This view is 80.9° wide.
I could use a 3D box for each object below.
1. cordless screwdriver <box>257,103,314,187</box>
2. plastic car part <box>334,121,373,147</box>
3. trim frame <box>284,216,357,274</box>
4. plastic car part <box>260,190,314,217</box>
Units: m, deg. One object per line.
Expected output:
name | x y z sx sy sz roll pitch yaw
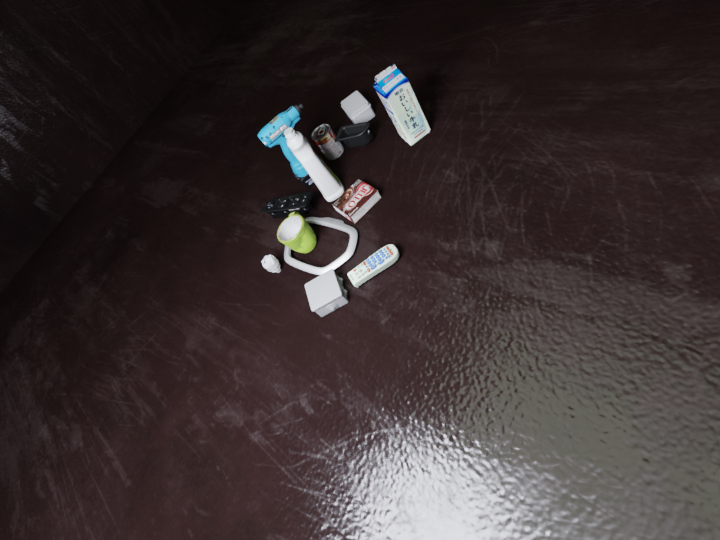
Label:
cordless screwdriver | -0.188 -0.385 1.308 0.159 0.235 0.078 -39 47 3
plastic car part | -0.011 -0.420 1.333 0.122 0.067 0.066 4 62 34
trim frame | -0.117 -0.077 1.196 0.262 0.026 0.184 16 70 39
plastic car part | -0.224 -0.200 1.324 0.212 0.063 0.067 0 60 33
